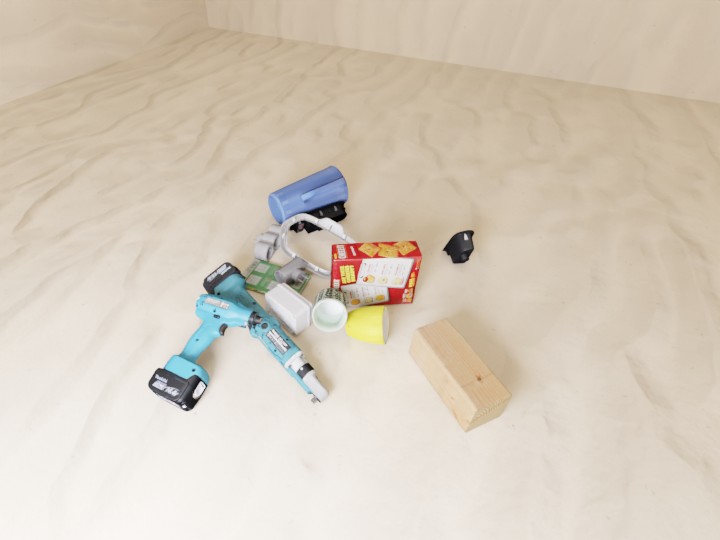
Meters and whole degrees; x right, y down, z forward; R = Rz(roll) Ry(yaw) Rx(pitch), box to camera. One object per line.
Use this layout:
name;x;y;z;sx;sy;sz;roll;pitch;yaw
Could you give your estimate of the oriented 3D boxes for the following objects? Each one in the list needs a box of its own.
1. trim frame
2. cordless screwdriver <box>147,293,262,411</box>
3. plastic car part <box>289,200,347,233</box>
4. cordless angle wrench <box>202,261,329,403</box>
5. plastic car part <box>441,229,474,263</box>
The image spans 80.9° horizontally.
trim frame;-0.119;-0.078;1.217;0.254;0.027;0.183;29;55;11
cordless screwdriver;-0.327;0.172;0.910;0.164;0.071;0.251;12;56;14
plastic car part;-0.120;-0.163;1.325;0.198;0.065;0.070;-29;61;-28
cordless angle wrench;-0.219;0.140;0.986;0.097;0.071;0.445;-41;59;-16
plastic car part;0.284;-0.056;1.186;0.065;0.114;0.073;-4;67;-9
